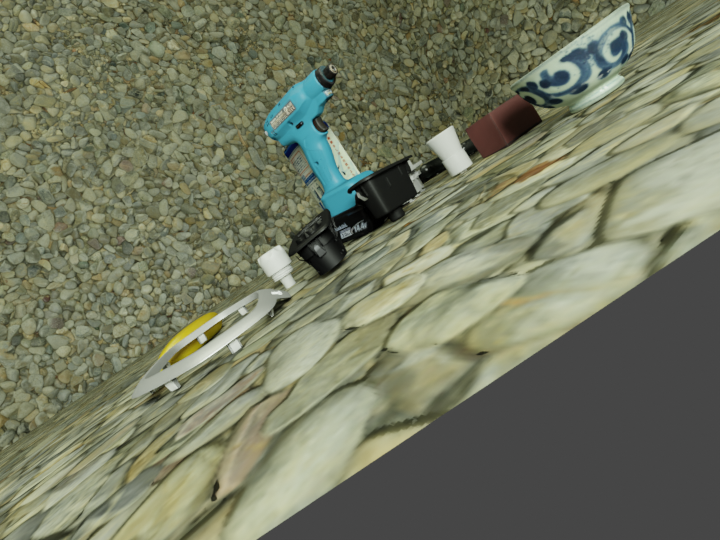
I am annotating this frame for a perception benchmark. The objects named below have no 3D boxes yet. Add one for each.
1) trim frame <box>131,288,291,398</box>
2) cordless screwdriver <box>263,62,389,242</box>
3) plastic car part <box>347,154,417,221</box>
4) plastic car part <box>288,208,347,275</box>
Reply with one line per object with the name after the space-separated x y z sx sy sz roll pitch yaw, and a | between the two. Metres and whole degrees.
-0.161 0.072 0.479 0.183 0.027 0.252 -35 8 -9 | trim frame
-0.036 -0.175 0.651 0.163 0.247 0.073 -30 5 44 | cordless screwdriver
0.036 -0.102 0.568 0.068 0.070 0.114 -29 8 40 | plastic car part
-0.051 -0.034 0.525 0.066 0.066 0.204 -34 8 1 | plastic car part
